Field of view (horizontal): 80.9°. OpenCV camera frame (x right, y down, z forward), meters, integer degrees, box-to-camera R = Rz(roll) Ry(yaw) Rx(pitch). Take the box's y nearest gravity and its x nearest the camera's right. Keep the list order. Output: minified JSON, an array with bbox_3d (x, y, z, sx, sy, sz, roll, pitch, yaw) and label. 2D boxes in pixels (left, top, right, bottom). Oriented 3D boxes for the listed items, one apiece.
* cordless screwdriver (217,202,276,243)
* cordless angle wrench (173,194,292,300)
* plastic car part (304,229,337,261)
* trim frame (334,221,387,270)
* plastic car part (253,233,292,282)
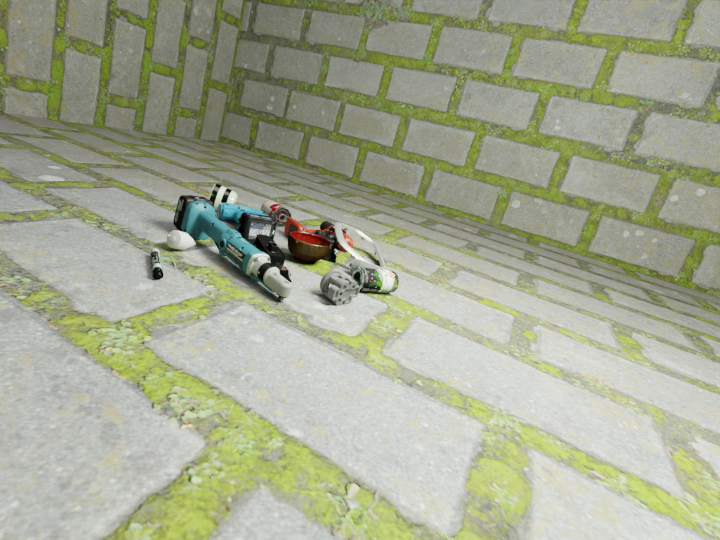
[{"bbox_3d":[-0.305,-0.140,1.214,0.152,0.074,0.262,4,16,-32],"label":"cordless screwdriver"},{"bbox_3d":[-0.287,-0.057,0.942,0.447,0.097,0.071,32,20,37],"label":"cordless angle wrench"},{"bbox_3d":[-0.114,-0.074,1.163,0.116,0.070,0.066,18,15,-1],"label":"plastic car part"},{"bbox_3d":[0.002,-0.065,1.204,0.178,0.027,0.256,28,18,-19],"label":"trim frame"},{"bbox_3d":[-0.216,-0.037,0.986,0.064,0.066,0.213,-1,19,-26],"label":"plastic car part"}]
